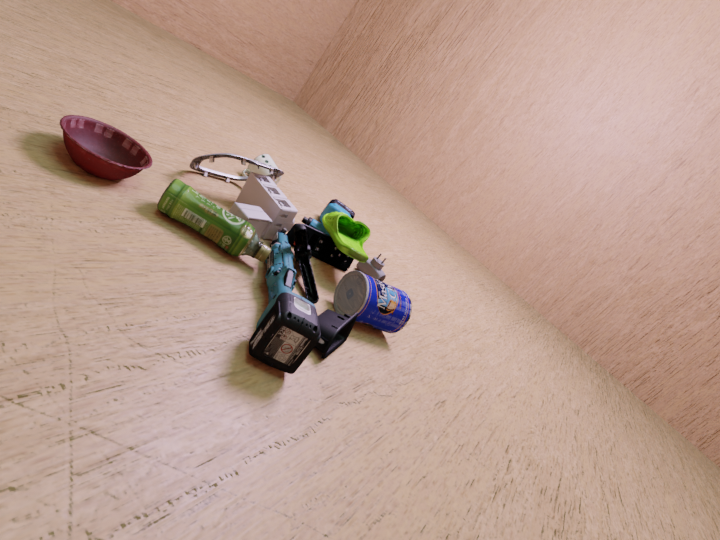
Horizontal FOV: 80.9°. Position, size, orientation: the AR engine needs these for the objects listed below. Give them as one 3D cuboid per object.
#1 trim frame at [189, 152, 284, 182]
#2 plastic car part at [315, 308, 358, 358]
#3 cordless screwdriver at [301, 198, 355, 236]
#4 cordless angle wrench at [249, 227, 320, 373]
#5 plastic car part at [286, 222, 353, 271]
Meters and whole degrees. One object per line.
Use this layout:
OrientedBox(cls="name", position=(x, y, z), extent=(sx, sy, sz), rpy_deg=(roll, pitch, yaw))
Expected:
OrientedBox(cls="trim frame", position=(-0.301, -0.246, 1.038), extent=(0.192, 0.028, 0.237), rpy_deg=(-4, -5, 31))
OrientedBox(cls="plastic car part", position=(-0.063, 0.105, 0.762), extent=(0.074, 0.065, 0.113), rpy_deg=(28, 19, 18))
OrientedBox(cls="cordless screwdriver", position=(-0.094, -0.146, 1.267), extent=(0.156, 0.074, 0.253), rpy_deg=(33, 23, -13))
OrientedBox(cls="cordless angle wrench", position=(-0.147, 0.015, 0.783), extent=(0.071, 0.098, 0.439), rpy_deg=(30, 16, -23))
OrientedBox(cls="plastic car part", position=(-0.105, -0.069, 1.079), extent=(0.192, 0.066, 0.071), rpy_deg=(24, 13, -34))
